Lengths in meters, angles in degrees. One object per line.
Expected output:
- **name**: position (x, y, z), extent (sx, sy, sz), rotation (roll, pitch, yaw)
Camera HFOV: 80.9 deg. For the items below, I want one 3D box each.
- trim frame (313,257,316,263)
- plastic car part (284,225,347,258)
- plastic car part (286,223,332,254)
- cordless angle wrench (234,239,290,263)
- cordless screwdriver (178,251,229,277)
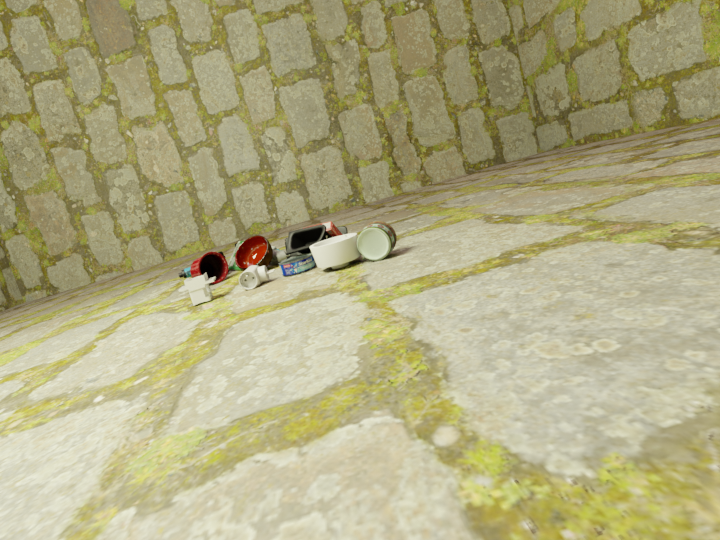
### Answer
- **trim frame**: position (-0.054, -0.054, 1.101), extent (0.258, 0.027, 0.180), rotation (-8, 13, 29)
- **plastic car part**: position (-0.123, -0.080, 1.256), extent (0.209, 0.067, 0.064), rotation (-12, -16, 25)
- **plastic car part**: position (-0.120, -0.069, 1.063), extent (0.121, 0.067, 0.067), rotation (-10, -28, 28)
- **cordless angle wrench**: position (-0.325, -0.058, 1.397), extent (0.095, 0.073, 0.441), rotation (-21, 14, -24)
- **cordless screwdriver**: position (-0.534, -0.007, 1.429), extent (0.155, 0.074, 0.257), rotation (-21, 8, -22)
